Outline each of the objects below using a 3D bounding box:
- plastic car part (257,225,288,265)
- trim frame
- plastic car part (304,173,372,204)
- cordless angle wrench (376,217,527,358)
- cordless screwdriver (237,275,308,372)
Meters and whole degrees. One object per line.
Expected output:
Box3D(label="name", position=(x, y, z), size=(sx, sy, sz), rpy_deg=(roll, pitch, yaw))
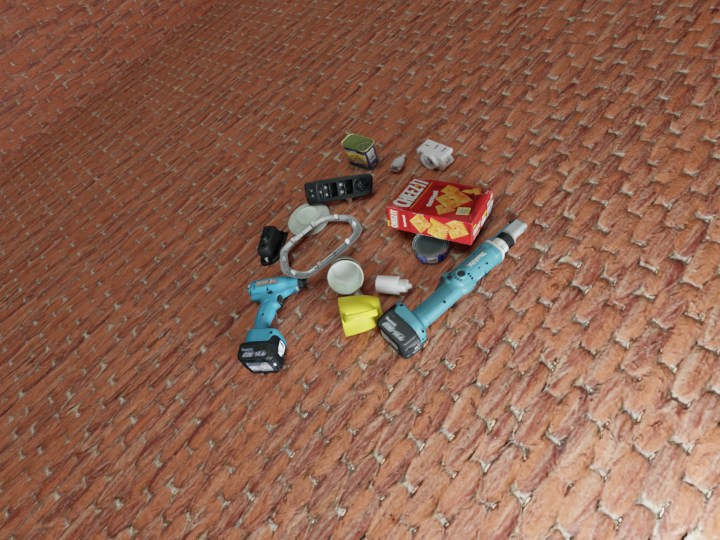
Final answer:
Box3D(label="plastic car part", position=(-0.259, -0.081, 1.197), size=(0.068, 0.067, 0.118), rpy_deg=(-2, 53, 20))
Box3D(label="trim frame", position=(-0.110, -0.072, 1.127), size=(0.246, 0.026, 0.195), rpy_deg=(-39, 45, -16))
Box3D(label="plastic car part", position=(-0.058, -0.238, 1.237), size=(0.209, 0.065, 0.066), rpy_deg=(-6, 94, 20))
Box3D(label="cordless angle wrench", position=(0.222, 0.021, 0.940), size=(0.420, 0.071, 0.103), rpy_deg=(-40, 53, -12))
Box3D(label="cordless screwdriver", position=(-0.208, 0.119, 1.035), size=(0.162, 0.071, 0.256), rpy_deg=(-12, 49, 13))
